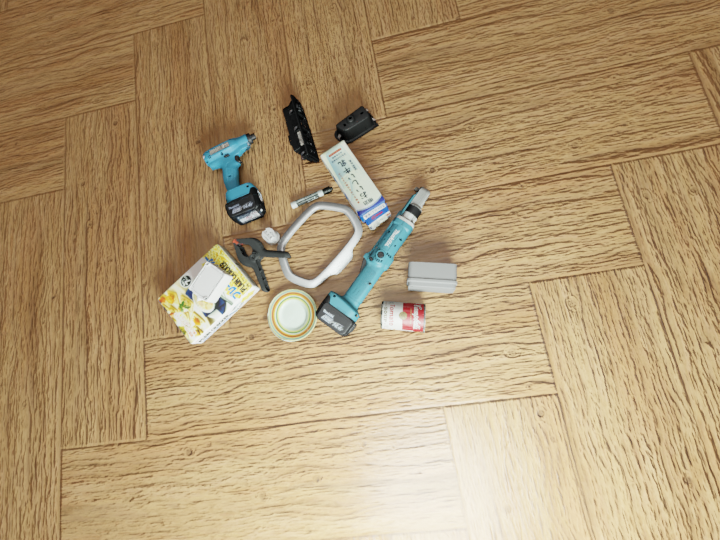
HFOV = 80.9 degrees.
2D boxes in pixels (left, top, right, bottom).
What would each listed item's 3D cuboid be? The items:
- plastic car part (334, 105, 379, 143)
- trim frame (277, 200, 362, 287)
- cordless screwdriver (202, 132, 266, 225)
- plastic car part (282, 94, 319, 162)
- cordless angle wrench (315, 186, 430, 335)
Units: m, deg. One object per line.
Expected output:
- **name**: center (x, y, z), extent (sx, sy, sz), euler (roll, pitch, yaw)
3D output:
- **plastic car part**: center (-0.017, -0.396, 1.137), extent (0.116, 0.069, 0.068), euler (-33, 75, -1)
- **trim frame**: center (-0.108, -0.071, 1.104), extent (0.190, 0.027, 0.248), euler (39, 85, 17)
- **cordless screwdriver**: center (-0.326, -0.260, 1.165), extent (0.160, 0.072, 0.257), euler (-27, 71, 3)
- **plastic car part**: center (-0.171, -0.388, 1.173), extent (0.069, 0.063, 0.207), euler (-21, 75, 30)
- **cordless angle wrench**: center (0.048, -0.033, 1.046), extent (0.101, 0.072, 0.422), euler (34, 83, 13)
